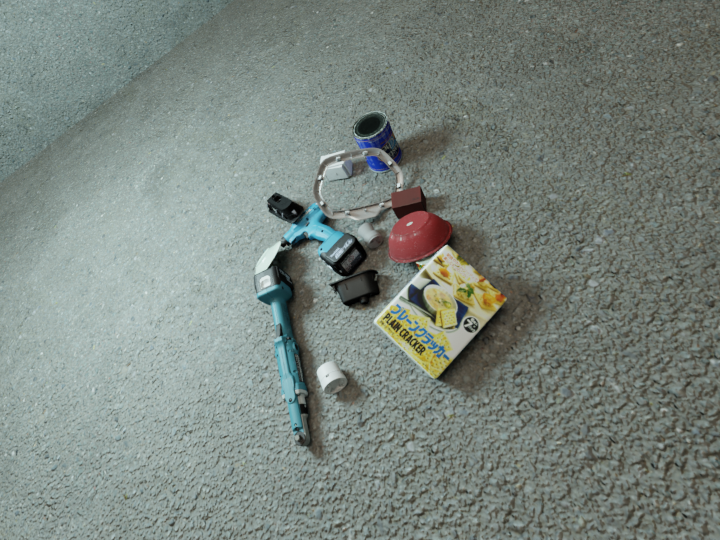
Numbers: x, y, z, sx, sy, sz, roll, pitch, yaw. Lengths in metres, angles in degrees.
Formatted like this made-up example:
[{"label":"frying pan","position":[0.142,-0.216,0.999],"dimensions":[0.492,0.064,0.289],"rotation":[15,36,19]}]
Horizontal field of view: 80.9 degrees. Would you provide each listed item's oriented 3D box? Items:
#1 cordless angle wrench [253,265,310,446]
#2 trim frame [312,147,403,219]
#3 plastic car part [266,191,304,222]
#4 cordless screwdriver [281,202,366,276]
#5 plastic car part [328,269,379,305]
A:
[{"label":"cordless angle wrench","position":[-0.174,0.187,0.990],"dimensions":[0.075,0.093,0.441],"rotation":[-25,56,10]},{"label":"trim frame","position":[-0.004,-0.226,1.111],"dimensions":[0.245,0.028,0.184],"rotation":[-13,90,-9]},{"label":"plastic car part","position":[-0.226,-0.192,1.237],"dimensions":[0.066,0.064,0.214],"rotation":[-39,36,-12]},{"label":"cordless screwdriver","position":[-0.110,-0.072,1.126],"dimensions":[0.159,0.070,0.263],"rotation":[-44,47,-4]},{"label":"plastic car part","position":[-0.007,0.048,1.007],"dimensions":[0.118,0.063,0.073],"rotation":[-19,68,12]}]
